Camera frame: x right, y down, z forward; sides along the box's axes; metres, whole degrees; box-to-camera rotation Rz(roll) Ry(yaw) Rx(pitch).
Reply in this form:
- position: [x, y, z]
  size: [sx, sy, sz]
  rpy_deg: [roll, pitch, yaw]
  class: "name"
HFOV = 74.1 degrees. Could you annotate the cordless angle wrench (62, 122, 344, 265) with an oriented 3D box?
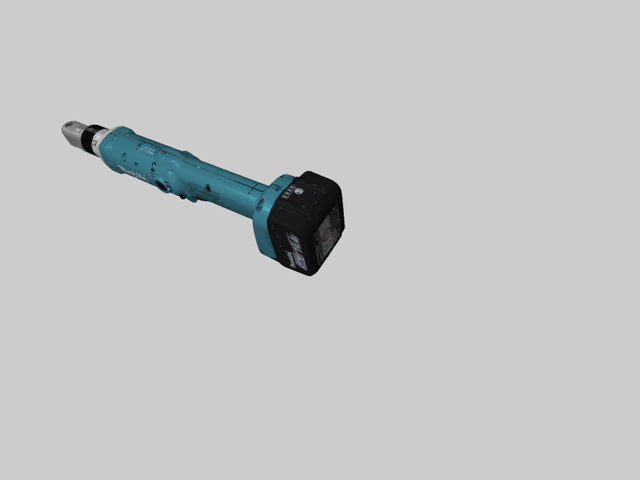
- position: [-0.173, -0.081, 0.515]
  size: [0.423, 0.074, 0.098]
  rpy_deg: [22, -31, 22]
  class: "cordless angle wrench"
